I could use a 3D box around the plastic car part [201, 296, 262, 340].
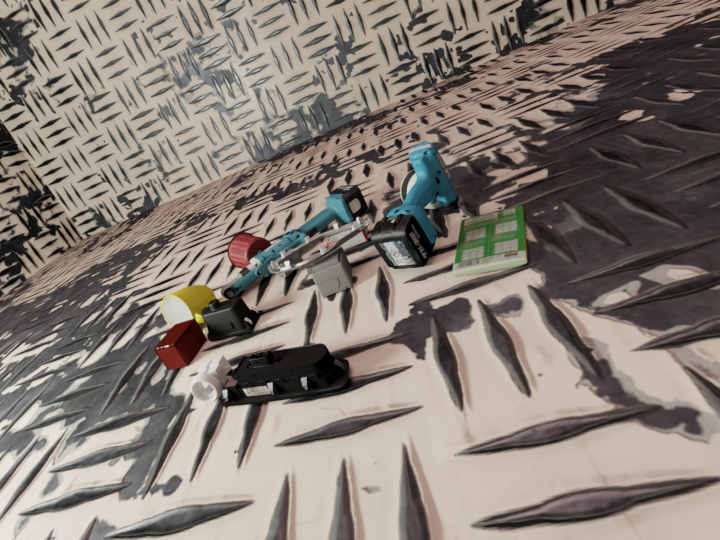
[{"bbox_3d":[-0.260,0.086,0.809,0.119,0.069,0.067,-14,24,17],"label":"plastic car part"}]

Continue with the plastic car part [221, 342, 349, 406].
[{"bbox_3d":[-0.110,0.139,0.588,0.209,0.065,0.066,-10,20,24],"label":"plastic car part"}]

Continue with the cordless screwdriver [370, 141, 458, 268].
[{"bbox_3d":[0.118,-0.106,0.787,0.078,0.151,0.250,-9,44,41],"label":"cordless screwdriver"}]

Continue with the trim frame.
[{"bbox_3d":[-0.084,-0.055,0.859,0.192,0.027,0.242,-4,23,48],"label":"trim frame"}]

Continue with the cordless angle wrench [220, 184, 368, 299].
[{"bbox_3d":[-0.159,-0.068,1.015,0.417,0.071,0.103,-40,28,-24],"label":"cordless angle wrench"}]
